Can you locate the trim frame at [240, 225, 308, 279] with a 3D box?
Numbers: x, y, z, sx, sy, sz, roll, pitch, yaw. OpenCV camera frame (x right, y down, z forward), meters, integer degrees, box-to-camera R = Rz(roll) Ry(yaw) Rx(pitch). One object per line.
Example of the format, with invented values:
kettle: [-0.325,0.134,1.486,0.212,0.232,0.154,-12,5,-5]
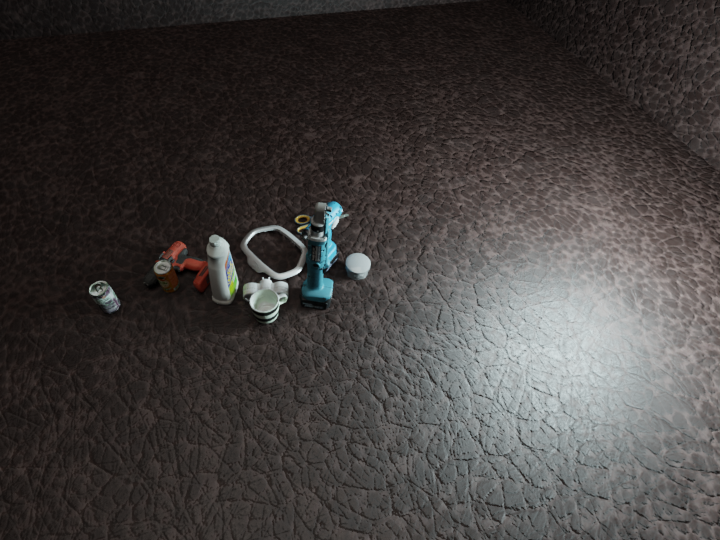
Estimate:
trim frame: [-0.289,-0.064,1.412,0.260,0.027,0.181,38,60,24]

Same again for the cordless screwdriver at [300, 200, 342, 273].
cordless screwdriver: [-0.127,-0.083,1.297,0.077,0.242,0.157,32,57,16]

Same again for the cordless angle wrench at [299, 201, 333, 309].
cordless angle wrench: [-0.117,-0.033,1.152,0.098,0.412,0.076,10,53,0]
